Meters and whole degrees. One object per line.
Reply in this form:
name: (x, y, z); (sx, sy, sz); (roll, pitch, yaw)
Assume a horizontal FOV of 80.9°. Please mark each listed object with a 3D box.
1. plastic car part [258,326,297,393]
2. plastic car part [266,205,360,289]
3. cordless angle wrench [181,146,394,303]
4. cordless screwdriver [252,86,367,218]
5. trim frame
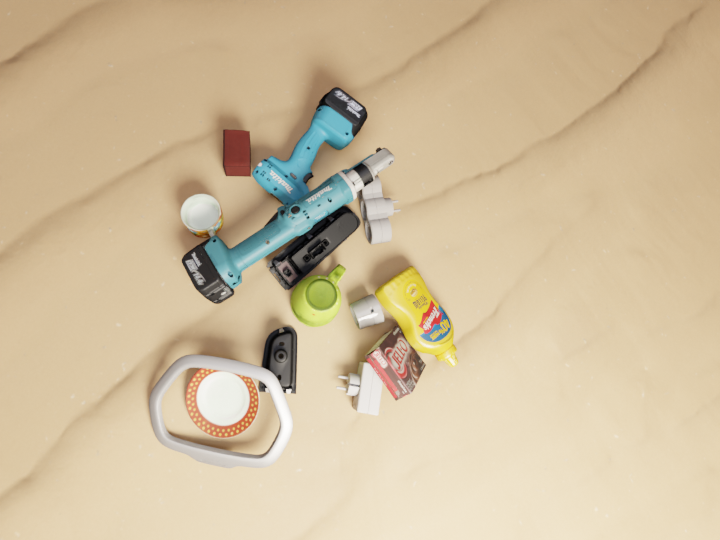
plastic car part: (-0.139, 0.156, 0.734); (0.065, 0.071, 0.118); (4, 79, -9)
plastic car part: (-0.077, -0.051, 0.792); (0.201, 0.069, 0.065); (-42, 99, -18)
cordless angle wrench: (-0.114, -0.096, 0.761); (0.421, 0.071, 0.102); (-34, 64, -6)
cordless screwdriver: (-0.078, -0.226, 0.836); (0.157, 0.075, 0.248); (40, 79, -7)
trim frame: (-0.233, 0.236, 0.700); (0.251, 0.027, 0.184); (8, 90, 5)
